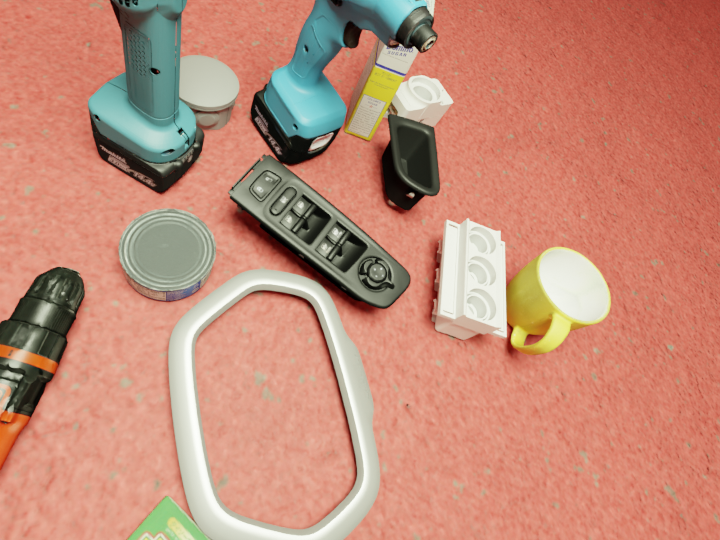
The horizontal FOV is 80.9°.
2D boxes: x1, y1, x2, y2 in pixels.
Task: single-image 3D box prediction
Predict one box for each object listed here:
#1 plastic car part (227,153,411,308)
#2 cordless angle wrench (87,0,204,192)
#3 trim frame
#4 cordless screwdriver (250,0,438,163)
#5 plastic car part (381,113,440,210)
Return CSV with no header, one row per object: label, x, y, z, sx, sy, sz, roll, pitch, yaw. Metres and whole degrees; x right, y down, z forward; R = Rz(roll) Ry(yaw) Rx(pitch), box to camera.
plastic car part,-0.043,-0.028,0.443,0.203,0.067,0.066,36,57,1
cordless angle wrench,-0.151,-0.211,0.291,0.097,0.425,0.074,33,57,-7
trim frame,-0.071,0.114,0.379,0.178,0.027,0.256,-9,66,-24
cordless screwdriver,-0.030,-0.203,0.434,0.072,0.250,0.162,-29,79,-32
plastic car part,0.054,-0.126,0.529,0.064,0.071,0.119,11,60,-17
